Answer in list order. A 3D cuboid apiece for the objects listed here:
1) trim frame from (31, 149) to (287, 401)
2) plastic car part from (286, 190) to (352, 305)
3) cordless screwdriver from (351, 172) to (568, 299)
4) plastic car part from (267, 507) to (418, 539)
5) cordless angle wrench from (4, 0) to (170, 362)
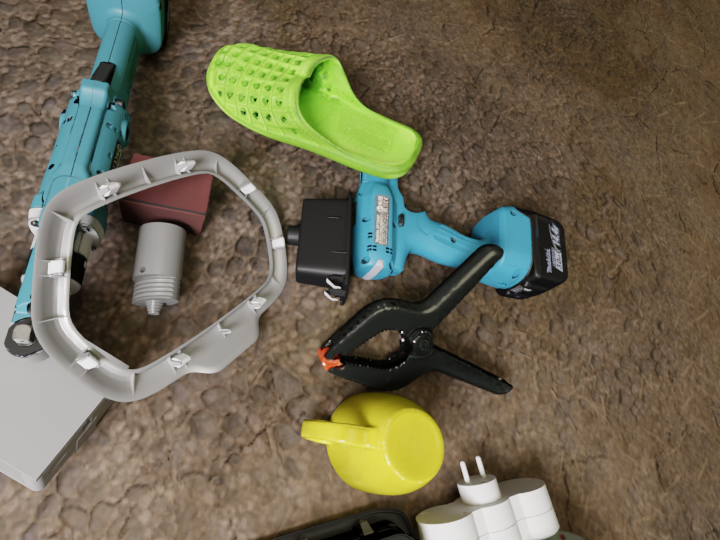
[{"bbox_3d":[-0.145,-0.007,0.362,0.244,0.028,0.180,-41,113,-53],"label":"trim frame"},{"bbox_3d":[-0.044,-0.029,0.452,0.070,0.065,0.119,1,64,-5],"label":"plastic car part"},{"bbox_3d":[0.110,-0.055,0.504,0.244,0.074,0.162,9,66,-11],"label":"cordless screwdriver"},{"bbox_3d":[-0.033,0.245,0.337,0.196,0.067,0.068,-5,65,-24],"label":"plastic car part"},{"bbox_3d":[-0.240,-0.132,0.385,0.072,0.098,0.434,6,62,-20],"label":"cordless angle wrench"}]
